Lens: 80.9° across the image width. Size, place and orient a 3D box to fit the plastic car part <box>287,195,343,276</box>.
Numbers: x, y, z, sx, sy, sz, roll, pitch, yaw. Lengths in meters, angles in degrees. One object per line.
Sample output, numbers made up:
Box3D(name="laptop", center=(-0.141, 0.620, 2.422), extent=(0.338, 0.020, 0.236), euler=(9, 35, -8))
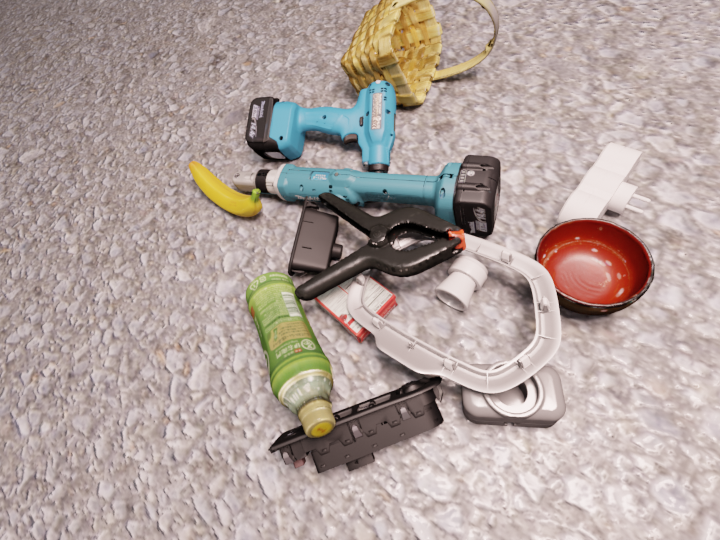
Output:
Box3D(name="plastic car part", center=(-0.060, -0.039, 0.616), extent=(0.071, 0.064, 0.119), euler=(6, 65, 3))

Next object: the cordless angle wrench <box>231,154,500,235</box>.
Box3D(name="cordless angle wrench", center=(-0.022, -0.124, 0.635), extent=(0.441, 0.093, 0.075), euler=(9, 67, 25))

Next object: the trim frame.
Box3D(name="trim frame", center=(0.095, 0.031, 0.487), extent=(0.263, 0.026, 0.183), euler=(27, 72, 36))

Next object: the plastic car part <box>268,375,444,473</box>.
Box3D(name="plastic car part", center=(0.005, 0.174, 0.464), extent=(0.203, 0.064, 0.069), euler=(-26, 71, 2))

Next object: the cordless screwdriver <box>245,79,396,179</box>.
Box3D(name="cordless screwdriver", center=(-0.067, -0.222, 0.708), extent=(0.256, 0.072, 0.160), euler=(1, 82, 17))
